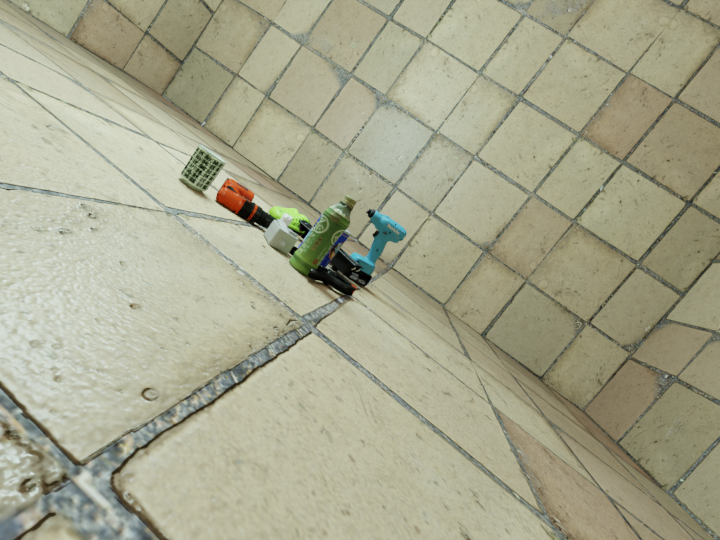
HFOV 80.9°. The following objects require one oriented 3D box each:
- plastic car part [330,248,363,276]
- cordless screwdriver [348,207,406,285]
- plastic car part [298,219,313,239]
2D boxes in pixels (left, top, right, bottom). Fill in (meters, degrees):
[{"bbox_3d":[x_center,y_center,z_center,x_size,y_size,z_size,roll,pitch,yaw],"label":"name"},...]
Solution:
[{"bbox_3d":[-0.061,-0.024,1.379,0.122,0.071,0.063,40,7,28],"label":"plastic car part"},{"bbox_3d":[0.026,-0.081,1.447,0.155,0.249,0.076,35,7,-15],"label":"cordless screwdriver"},{"bbox_3d":[-0.143,-0.094,1.463,0.208,0.067,0.065,38,7,11],"label":"plastic car part"}]
